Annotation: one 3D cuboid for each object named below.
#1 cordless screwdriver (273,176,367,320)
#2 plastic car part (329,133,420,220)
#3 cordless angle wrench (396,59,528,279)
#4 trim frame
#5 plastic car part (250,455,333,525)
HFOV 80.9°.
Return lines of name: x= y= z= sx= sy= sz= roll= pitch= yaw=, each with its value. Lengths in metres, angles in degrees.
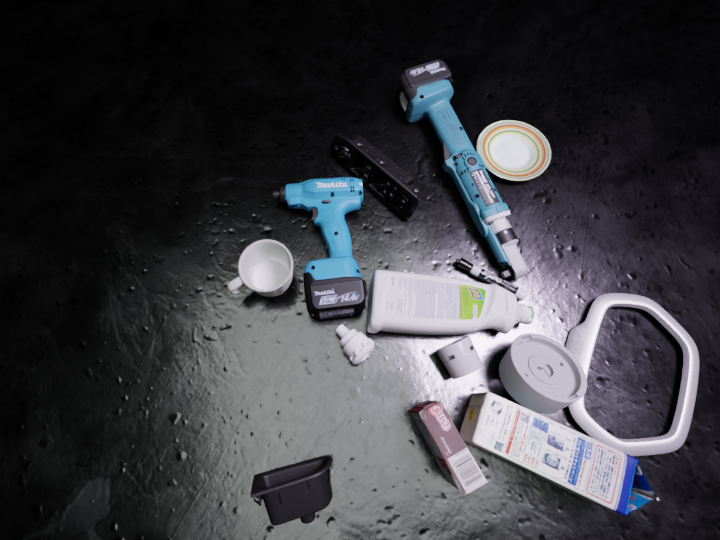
cordless screwdriver: x=-0.069 y=-0.045 z=0.710 sx=0.159 sy=0.072 sz=0.255 roll=-3 pitch=66 yaw=0
plastic car part: x=0.030 y=-0.183 z=0.761 sx=0.209 sy=0.065 sz=0.066 roll=40 pitch=65 yaw=14
cordless angle wrench: x=0.187 y=-0.182 z=0.752 sx=0.097 sy=0.073 sz=0.434 roll=-19 pitch=73 yaw=-6
trim frame: x=0.409 y=0.152 z=0.642 sx=0.187 sy=0.027 sz=0.249 roll=22 pitch=74 yaw=9
plastic car part: x=-0.088 y=0.313 z=0.588 sx=0.115 sy=0.066 sz=0.071 roll=-11 pitch=87 yaw=-6
